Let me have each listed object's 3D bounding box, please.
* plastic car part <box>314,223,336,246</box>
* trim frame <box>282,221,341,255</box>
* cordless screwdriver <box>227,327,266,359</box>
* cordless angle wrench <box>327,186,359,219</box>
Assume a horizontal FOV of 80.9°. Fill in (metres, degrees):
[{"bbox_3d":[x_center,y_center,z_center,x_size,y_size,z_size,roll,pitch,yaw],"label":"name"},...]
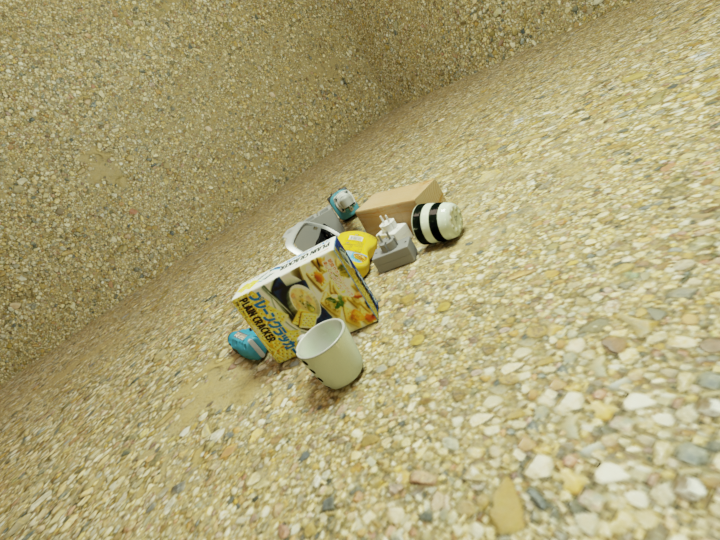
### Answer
[{"bbox_3d":[-0.102,-0.064,1.168,0.067,0.064,0.207,-42,17,15],"label":"plastic car part"},{"bbox_3d":[-0.105,-0.069,1.073,0.252,0.184,0.027,-78,8,-64],"label":"trim frame"},{"bbox_3d":[-0.188,0.089,0.943,0.246,0.072,0.166,-47,23,-24],"label":"cordless screwdriver"},{"bbox_3d":[-0.046,-0.193,1.200,0.074,0.097,0.426,-34,8,2],"label":"cordless angle wrench"}]
